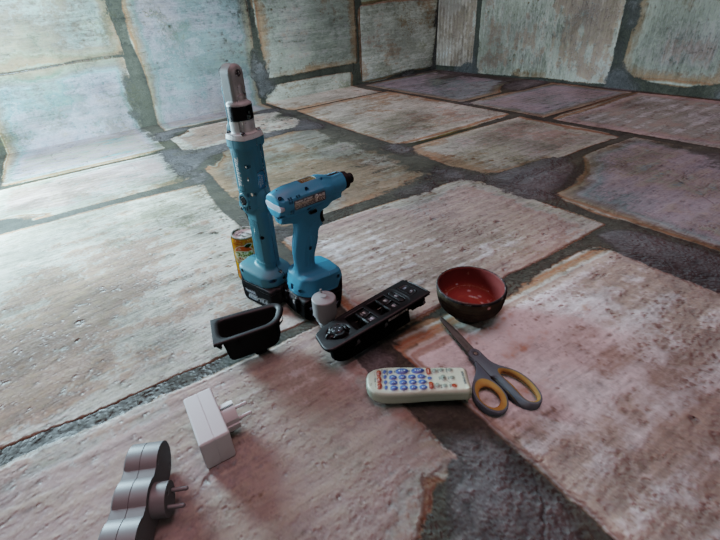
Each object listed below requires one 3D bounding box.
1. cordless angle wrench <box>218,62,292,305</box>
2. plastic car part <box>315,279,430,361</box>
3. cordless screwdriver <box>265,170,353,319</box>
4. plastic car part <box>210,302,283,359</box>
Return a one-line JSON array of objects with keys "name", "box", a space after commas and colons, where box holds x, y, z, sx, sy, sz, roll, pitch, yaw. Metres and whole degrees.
[{"name": "cordless angle wrench", "box": [-0.182, -0.128, 0.725, 0.103, 0.410, 0.073, 20, 37, 33]}, {"name": "plastic car part", "box": [0.018, 0.084, 0.683, 0.198, 0.065, 0.070, -24, 37, -26]}, {"name": "cordless screwdriver", "box": [-0.072, -0.047, 0.738, 0.155, 0.241, 0.079, -25, 37, -31]}, {"name": "plastic car part", "box": [-0.175, 0.105, 0.678, 0.114, 0.069, 0.069, -14, 33, -14]}]
